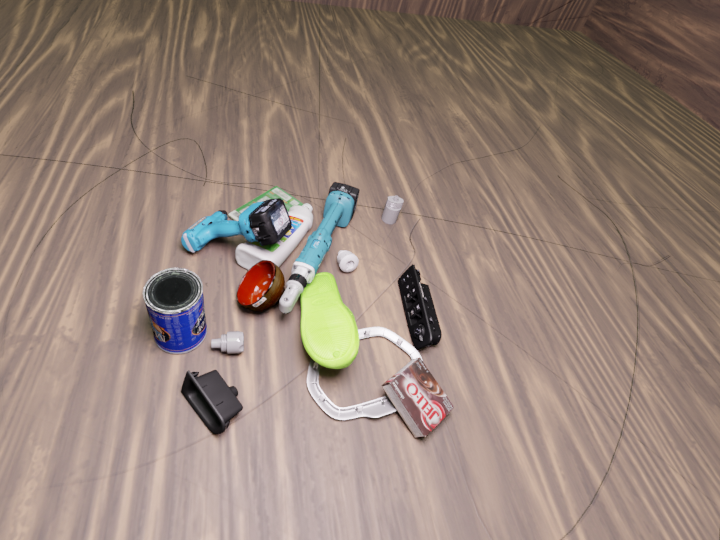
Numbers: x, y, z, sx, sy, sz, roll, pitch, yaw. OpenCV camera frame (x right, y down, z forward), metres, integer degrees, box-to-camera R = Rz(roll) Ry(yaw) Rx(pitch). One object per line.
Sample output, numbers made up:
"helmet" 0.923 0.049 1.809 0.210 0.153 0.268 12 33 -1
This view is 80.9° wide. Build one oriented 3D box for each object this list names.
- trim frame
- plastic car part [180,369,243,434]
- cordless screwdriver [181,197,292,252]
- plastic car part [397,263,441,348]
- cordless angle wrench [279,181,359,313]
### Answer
"trim frame" 0.014 0.197 0.834 0.241 0.027 0.193 -11 52 -22
"plastic car part" -0.253 0.224 0.745 0.121 0.065 0.069 40 38 19
"cordless screwdriver" -0.276 -0.112 0.974 0.258 0.072 0.159 -6 31 25
"plastic car part" 0.133 0.087 0.938 0.064 0.067 0.210 25 39 -27
"cordless angle wrench" -0.096 -0.063 0.987 0.075 0.096 0.426 17 44 5
